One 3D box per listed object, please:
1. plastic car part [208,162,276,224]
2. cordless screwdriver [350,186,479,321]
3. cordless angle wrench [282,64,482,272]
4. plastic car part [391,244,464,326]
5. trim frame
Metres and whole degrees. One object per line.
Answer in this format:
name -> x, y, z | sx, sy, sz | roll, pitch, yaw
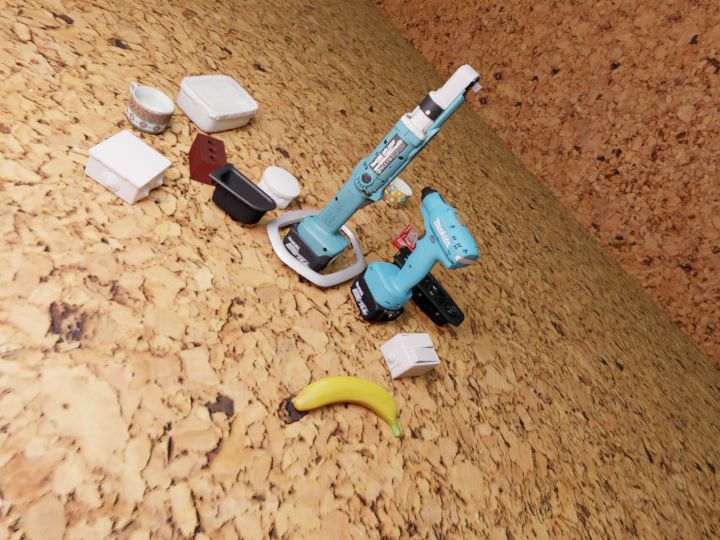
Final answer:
plastic car part -> -0.213, -0.121, 0.739 | 0.116, 0.071, 0.066 | 41, 35, -5
cordless screwdriver -> 0.082, -0.023, 0.765 | 0.070, 0.251, 0.166 | 10, 48, -40
cordless angle wrench -> 0.021, -0.152, 0.689 | 0.099, 0.427, 0.073 | 50, 35, 5
plastic car part -> 0.136, 0.046, 0.905 | 0.205, 0.068, 0.065 | 46, 35, 4
trim frame -> -0.082, -0.053, 0.834 | 0.189, 0.028, 0.240 | 51, 36, 12
